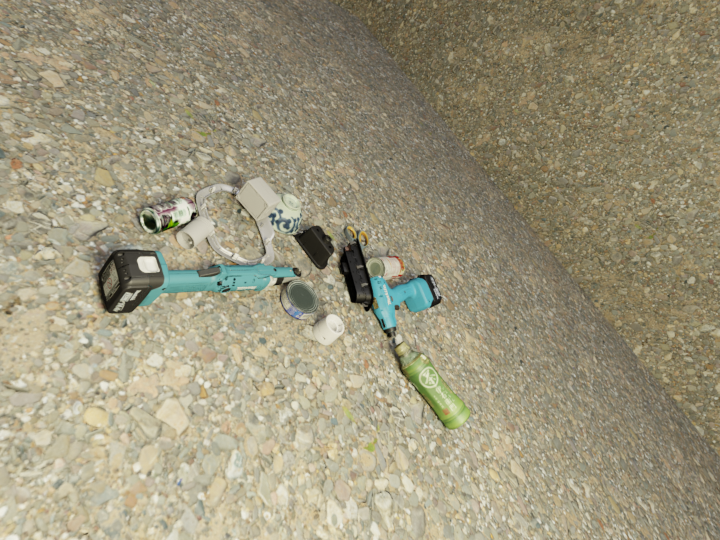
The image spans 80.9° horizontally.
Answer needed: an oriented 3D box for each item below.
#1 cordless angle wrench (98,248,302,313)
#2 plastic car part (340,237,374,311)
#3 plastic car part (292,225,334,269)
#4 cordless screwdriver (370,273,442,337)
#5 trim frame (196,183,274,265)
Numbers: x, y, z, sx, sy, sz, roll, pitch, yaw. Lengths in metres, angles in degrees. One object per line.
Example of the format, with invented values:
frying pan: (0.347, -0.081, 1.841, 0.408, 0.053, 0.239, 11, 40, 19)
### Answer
cordless angle wrench: (-0.269, 0.015, 0.819, 0.403, 0.099, 0.077, -1, 57, -53)
plastic car part: (-0.013, 0.010, 1.107, 0.064, 0.066, 0.211, 5, 51, -33)
plastic car part: (-0.106, -0.069, 1.084, 0.120, 0.071, 0.064, 52, 36, 13)
cordless screwdriver: (0.125, 0.090, 1.157, 0.237, 0.076, 0.163, -3, 68, -44)
trim frame: (-0.284, -0.109, 0.980, 0.175, 0.028, 0.259, 4, 50, -46)
